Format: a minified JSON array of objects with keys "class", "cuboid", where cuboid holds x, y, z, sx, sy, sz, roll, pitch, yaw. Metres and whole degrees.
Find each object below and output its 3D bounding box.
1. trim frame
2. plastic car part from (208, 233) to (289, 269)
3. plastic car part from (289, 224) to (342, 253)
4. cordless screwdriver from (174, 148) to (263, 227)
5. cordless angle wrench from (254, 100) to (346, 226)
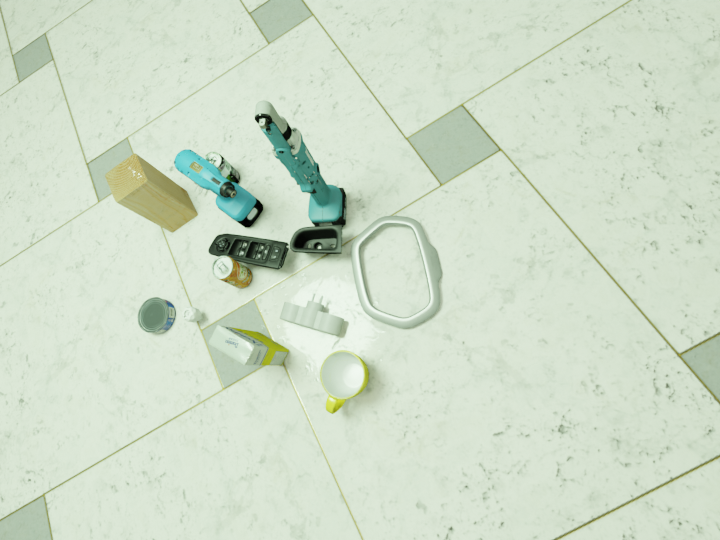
[{"class":"trim frame","cuboid":[0.076,-0.001,0.902,0.187,0.026,0.255,-15,70,11]},{"class":"plastic car part","cuboid":[-0.258,-0.044,0.989,0.210,0.064,0.067,11,77,18]},{"class":"plastic car part","cuboid":[-0.092,-0.060,0.945,0.119,0.068,0.067,-1,74,14]},{"class":"cordless screwdriver","cuboid":[-0.291,-0.167,0.942,0.165,0.239,0.074,34,84,19]},{"class":"cordless angle wrench","cuboid":[-0.106,-0.188,0.806,0.076,0.407,0.099,-2,75,11]}]
